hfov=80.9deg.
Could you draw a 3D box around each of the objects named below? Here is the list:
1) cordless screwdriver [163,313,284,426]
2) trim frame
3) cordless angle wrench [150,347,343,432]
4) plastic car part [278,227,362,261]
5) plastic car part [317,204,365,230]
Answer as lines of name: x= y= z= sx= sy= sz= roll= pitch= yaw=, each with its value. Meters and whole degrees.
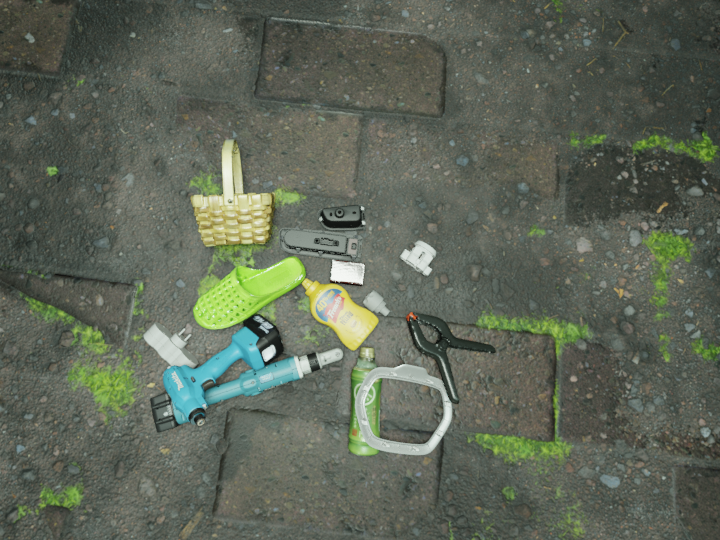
cordless screwdriver: x=-0.272 y=0.204 z=0.879 sx=0.244 sy=0.071 sz=0.169 roll=-31 pitch=40 yaw=-26
trim frame: x=0.099 y=0.299 z=0.915 sx=0.241 sy=0.028 sz=0.186 roll=16 pitch=76 yaw=-18
cordless angle wrench: x=-0.239 y=0.248 z=0.937 sx=0.420 sy=0.097 sz=0.076 roll=-17 pitch=81 yaw=-6
plastic car part: x=-0.098 y=-0.064 z=1.003 sx=0.204 sy=0.066 sz=0.066 roll=7 pitch=89 yaw=4
plastic car part: x=-0.044 y=-0.130 z=1.007 sx=0.116 sy=0.070 sz=0.067 roll=-3 pitch=81 yaw=-5
